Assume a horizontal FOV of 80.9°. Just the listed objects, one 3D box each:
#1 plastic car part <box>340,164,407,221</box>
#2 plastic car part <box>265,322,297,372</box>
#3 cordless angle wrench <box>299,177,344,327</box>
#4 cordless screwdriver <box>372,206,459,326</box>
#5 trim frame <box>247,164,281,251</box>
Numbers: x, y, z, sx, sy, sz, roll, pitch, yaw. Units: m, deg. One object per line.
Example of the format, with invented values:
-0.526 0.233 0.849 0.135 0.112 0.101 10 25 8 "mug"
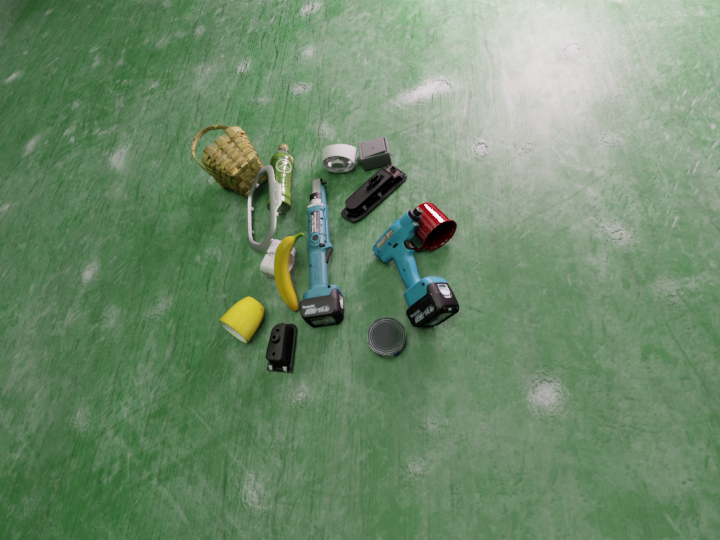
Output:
0.031 -0.209 1.118 0.202 0.064 0.069 -44 68 -4 "plastic car part"
-0.190 0.173 0.987 0.068 0.068 0.119 -1 67 14 "plastic car part"
-0.106 -0.069 1.086 0.100 0.071 0.436 -12 59 11 "cordless angle wrench"
0.129 -0.010 0.936 0.160 0.071 0.260 -51 51 35 "cordless screwdriver"
-0.267 -0.169 1.152 0.188 0.026 0.255 -32 56 46 "trim frame"
